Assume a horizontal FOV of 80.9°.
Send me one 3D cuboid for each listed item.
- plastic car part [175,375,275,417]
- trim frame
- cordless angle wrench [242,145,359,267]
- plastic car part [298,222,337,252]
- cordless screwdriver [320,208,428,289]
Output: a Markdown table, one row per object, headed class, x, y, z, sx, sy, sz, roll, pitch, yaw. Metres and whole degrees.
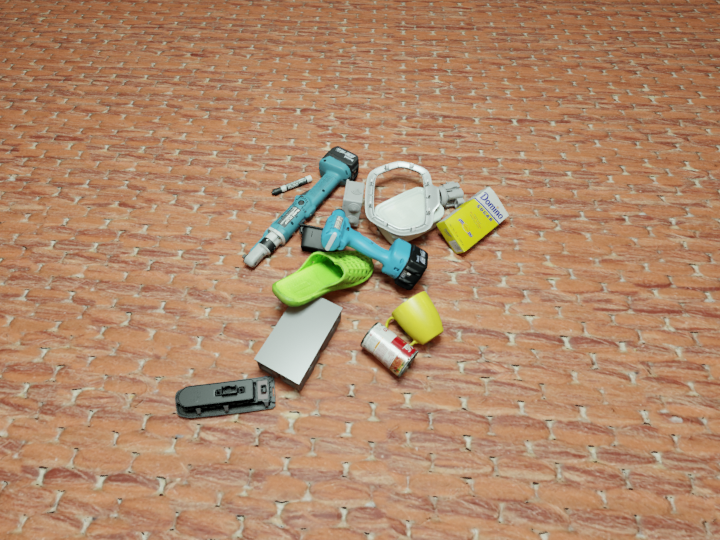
| class | x | y | z | sx | sy | sz | roll | pitch | yaw |
| --- | --- | --- | --- | --- | --- | --- | --- | --- | --- |
| plastic car part | -0.275 | 0.251 | 0.844 | 0.203 | 0.065 | 0.068 | -8 | 65 | -1 |
| trim frame | 0.104 | -0.191 | 1.070 | 0.185 | 0.027 | 0.254 | 4 | 55 | 3 |
| cordless angle wrench | -0.154 | -0.163 | 1.108 | 0.102 | 0.072 | 0.421 | 30 | 64 | 18 |
| plastic car part | -0.103 | -0.067 | 1.052 | 0.118 | 0.064 | 0.071 | 14 | 73 | 6 |
| cordless screwdriver | 0.031 | -0.062 | 0.990 | 0.247 | 0.074 | 0.161 | 24 | 31 | -5 |
